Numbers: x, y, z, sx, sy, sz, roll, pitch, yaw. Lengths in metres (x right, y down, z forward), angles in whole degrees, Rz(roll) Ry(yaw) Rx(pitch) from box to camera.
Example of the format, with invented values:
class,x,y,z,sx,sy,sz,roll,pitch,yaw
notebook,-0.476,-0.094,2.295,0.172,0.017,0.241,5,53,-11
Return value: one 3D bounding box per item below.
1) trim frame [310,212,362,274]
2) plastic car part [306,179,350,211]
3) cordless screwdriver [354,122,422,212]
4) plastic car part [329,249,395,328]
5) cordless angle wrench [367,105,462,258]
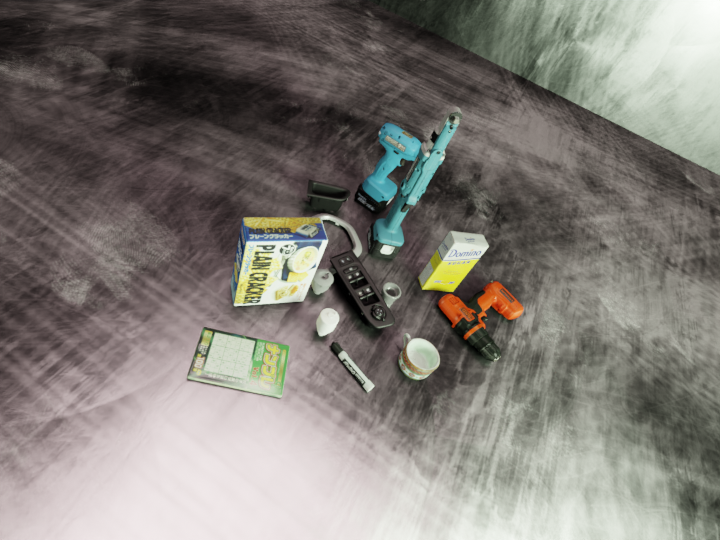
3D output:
class,x,y,z,sx,sy,sz,roll,pitch,yaw
trim frame,-0.104,-0.068,1.063,0.190,0.027,0.243,40,49,17
plastic car part,-0.093,-0.193,1.148,0.115,0.070,0.068,13,48,-10
cordless screwdriver,0.089,-0.260,1.149,0.163,0.246,0.073,38,47,11
plastic car part,-0.001,0.053,0.965,0.064,0.066,0.212,-17,57,-32
cordless angle wrench,0.121,-0.191,0.981,0.073,0.419,0.101,13,48,-14
